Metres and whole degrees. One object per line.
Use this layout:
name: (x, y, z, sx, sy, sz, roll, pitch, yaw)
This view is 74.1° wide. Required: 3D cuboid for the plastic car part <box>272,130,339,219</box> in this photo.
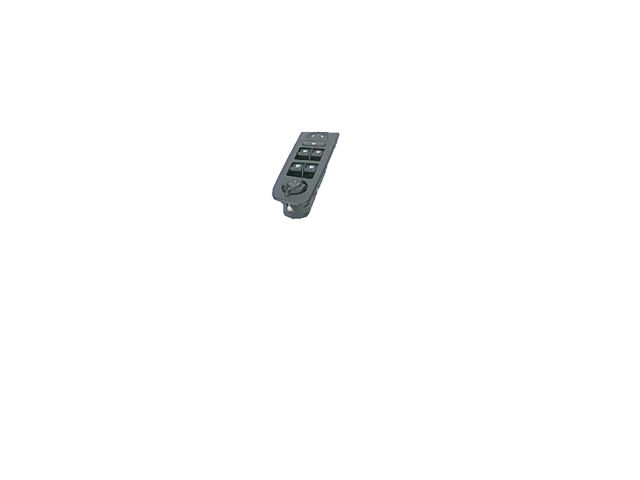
plastic car part: (-0.023, -0.101, 0.656, 0.066, 0.067, 0.202, 12, 40, 7)
